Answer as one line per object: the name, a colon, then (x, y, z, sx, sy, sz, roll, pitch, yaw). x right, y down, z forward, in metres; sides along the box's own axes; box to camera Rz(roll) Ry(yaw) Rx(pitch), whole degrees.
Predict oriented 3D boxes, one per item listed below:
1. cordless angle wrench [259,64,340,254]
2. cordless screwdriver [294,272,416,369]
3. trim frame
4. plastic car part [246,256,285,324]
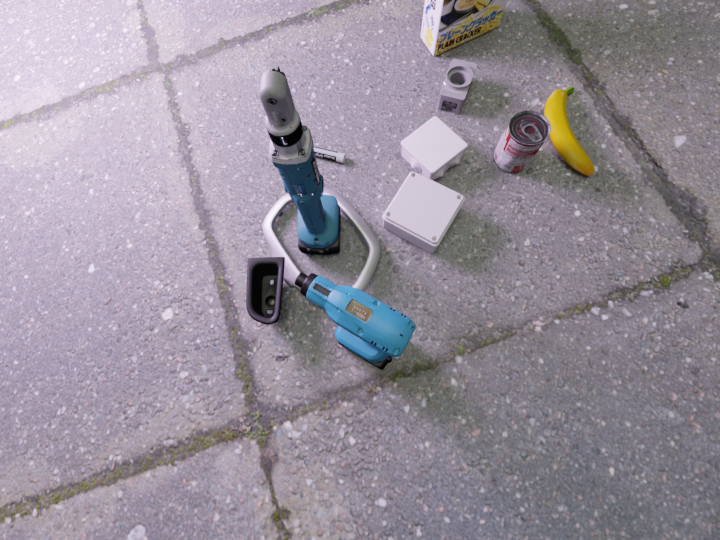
cordless angle wrench: (-0.080, -0.125, 0.603, 0.075, 0.412, 0.099, 1, 74, 2)
cordless screwdriver: (-0.009, 0.074, 0.618, 0.163, 0.242, 0.074, 29, 77, 11)
trim frame: (-0.076, -0.050, 0.781, 0.183, 0.027, 0.257, -36, 71, -5)
plastic car part: (-0.161, 0.041, 0.740, 0.066, 0.069, 0.119, -2, 72, 4)
